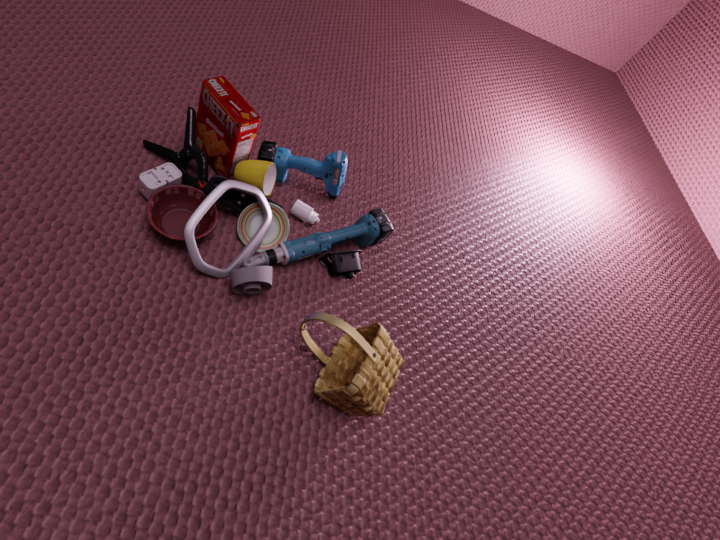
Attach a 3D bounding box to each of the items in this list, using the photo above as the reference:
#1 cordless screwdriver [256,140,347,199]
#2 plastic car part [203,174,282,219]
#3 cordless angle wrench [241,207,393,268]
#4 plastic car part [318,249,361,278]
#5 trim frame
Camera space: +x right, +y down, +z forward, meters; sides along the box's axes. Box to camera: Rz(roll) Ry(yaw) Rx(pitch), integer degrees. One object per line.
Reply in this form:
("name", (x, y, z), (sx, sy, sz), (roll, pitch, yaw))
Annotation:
("cordless screwdriver", (-0.167, -0.276, 1.194), (0.249, 0.155, 0.076), (9, 52, -1))
("plastic car part", (-0.302, -0.187, 1.082), (0.193, 0.066, 0.070), (24, 19, -32))
("cordless angle wrench", (-0.107, -0.070, 1.095), (0.410, 0.098, 0.076), (-19, 73, -28))
("plastic car part", (-0.040, -0.014, 1.108), (0.112, 0.067, 0.072), (-4, 77, -30))
("trim frame", (-0.308, -0.100, 1.003), (0.175, 0.029, 0.249), (46, 61, -30))
